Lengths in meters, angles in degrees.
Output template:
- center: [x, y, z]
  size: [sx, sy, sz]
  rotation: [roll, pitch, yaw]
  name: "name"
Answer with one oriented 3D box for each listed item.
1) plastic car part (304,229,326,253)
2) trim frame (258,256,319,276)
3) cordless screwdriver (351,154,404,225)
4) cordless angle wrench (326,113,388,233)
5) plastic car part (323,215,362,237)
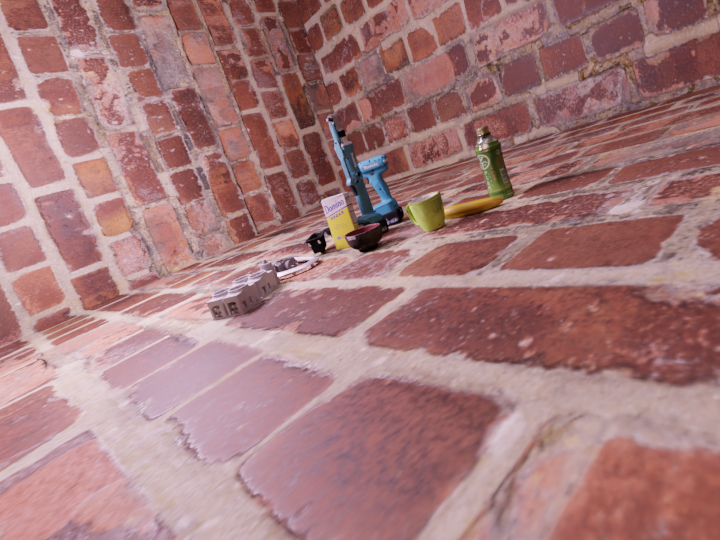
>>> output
- center: [-0.143, -0.094, 1.467]
  size: [0.067, 0.070, 0.116]
  rotation: [-18, 13, 12]
  name: "plastic car part"
- center: [-0.237, -0.011, 1.373]
  size: [0.179, 0.027, 0.259]
  rotation: [-30, 17, -36]
  name: "trim frame"
- center: [0.052, -0.276, 1.520]
  size: [0.164, 0.245, 0.073]
  rotation: [-15, 10, 25]
  name: "cordless screwdriver"
- center: [-0.022, -0.310, 1.395]
  size: [0.095, 0.417, 0.077]
  rotation: [-27, 11, -38]
  name: "cordless angle wrench"
- center: [-0.042, -0.160, 1.584]
  size: [0.198, 0.066, 0.069]
  rotation: [-31, 16, -39]
  name: "plastic car part"
